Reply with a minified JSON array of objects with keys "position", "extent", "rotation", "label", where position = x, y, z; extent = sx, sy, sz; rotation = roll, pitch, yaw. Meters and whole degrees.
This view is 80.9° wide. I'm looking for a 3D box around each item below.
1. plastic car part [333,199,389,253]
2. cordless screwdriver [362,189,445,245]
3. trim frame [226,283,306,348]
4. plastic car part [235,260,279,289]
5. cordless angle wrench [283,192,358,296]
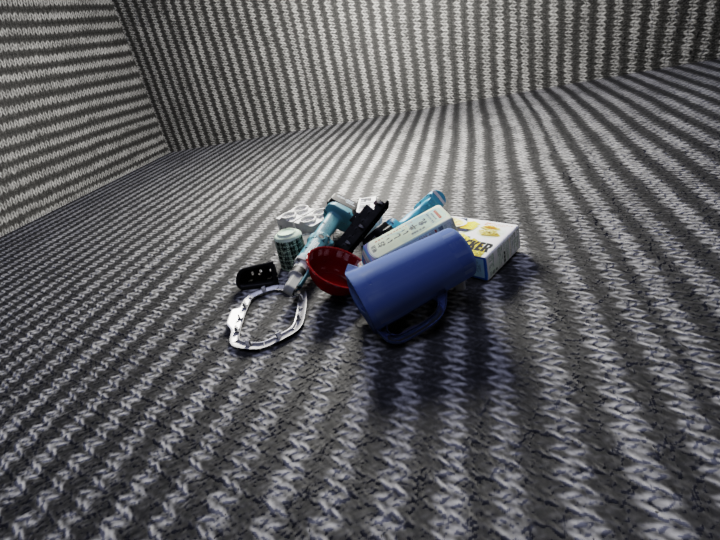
[{"position":[-0.005,-0.110,1.116],"extent":[0.203,0.067,0.066],"rotation":[-55,-2,-1],"label":"plastic car part"},{"position":[0.110,-0.117,1.144],"extent":[0.245,0.075,0.161],"rotation":[-38,-1,-28],"label":"cordless screwdriver"},{"position":[-0.216,0.098,0.980],"extent":[0.186,0.026,0.255],"rotation":[-12,30,6],"label":"trim frame"},{"position":[-0.272,0.009,1.136],"extent":[0.119,0.065,0.070],"rotation":[-10,12,14],"label":"plastic car part"},{"position":[-0.112,-0.073,1.143],"extent":[0.098,0.074,0.424],"rotation":[26,40,0],"label":"cordless angle wrench"}]
